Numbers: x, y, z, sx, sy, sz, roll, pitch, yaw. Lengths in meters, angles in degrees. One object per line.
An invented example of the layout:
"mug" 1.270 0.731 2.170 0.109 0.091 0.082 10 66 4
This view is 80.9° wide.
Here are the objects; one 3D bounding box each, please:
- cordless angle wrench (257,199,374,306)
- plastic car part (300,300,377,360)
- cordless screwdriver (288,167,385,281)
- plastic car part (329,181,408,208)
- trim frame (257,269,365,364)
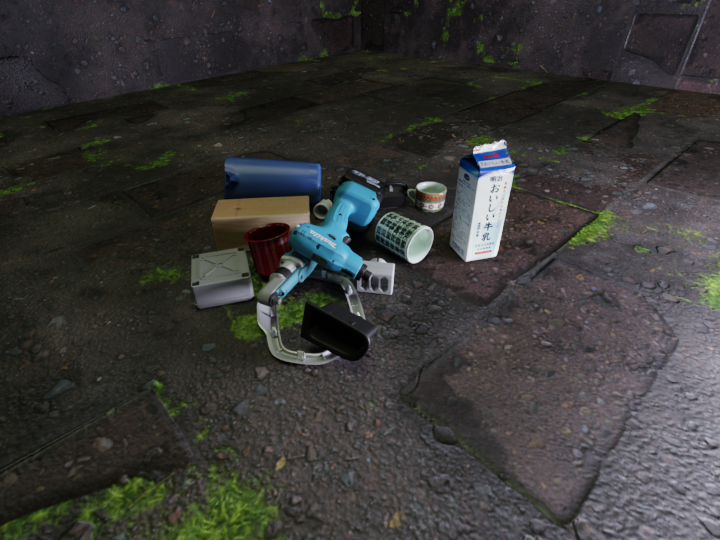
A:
"cordless angle wrench" -0.084 -0.055 0.857 0.102 0.072 0.419 13 35 19
"plastic car part" -0.026 0.088 0.654 0.122 0.065 0.069 21 26 24
"cordless screwdriver" -0.016 -0.089 0.819 0.161 0.073 0.248 28 47 4
"plastic car part" 0.028 -0.184 1.062 0.201 0.064 0.070 -8 45 -8
"trim frame" -0.089 0.068 0.745 0.183 0.026 0.259 -8 37 -6
